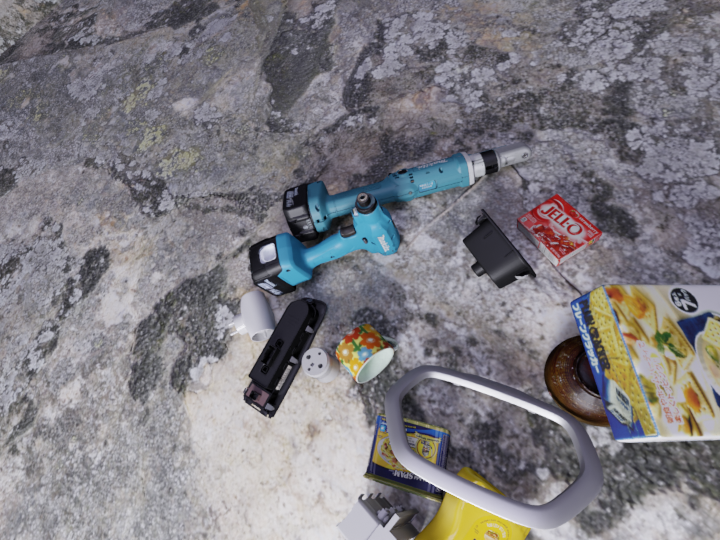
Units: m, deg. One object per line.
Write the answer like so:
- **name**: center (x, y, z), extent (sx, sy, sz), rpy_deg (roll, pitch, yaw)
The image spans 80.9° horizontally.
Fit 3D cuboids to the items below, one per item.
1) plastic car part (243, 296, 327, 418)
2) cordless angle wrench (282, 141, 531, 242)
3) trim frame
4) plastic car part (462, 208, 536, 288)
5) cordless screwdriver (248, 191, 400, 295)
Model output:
- **plastic car part**: center (-0.128, 0.127, 0.686), extent (0.070, 0.063, 0.203), rpy_deg (19, 70, 33)
- **cordless angle wrench**: center (0.076, -0.149, 0.734), extent (0.428, 0.071, 0.101), rpy_deg (-14, 37, 9)
- **trim frame**: center (0.149, 0.196, 0.512), extent (0.260, 0.026, 0.182), rpy_deg (12, 38, 26)
- **plastic car part**: center (0.199, -0.023, 0.641), extent (0.072, 0.062, 0.121), rpy_deg (-35, 61, 18)
- **cordless screwdriver**: center (-0.068, -0.044, 0.691), extent (0.253, 0.151, 0.077), rpy_deg (-18, 62, 13)
